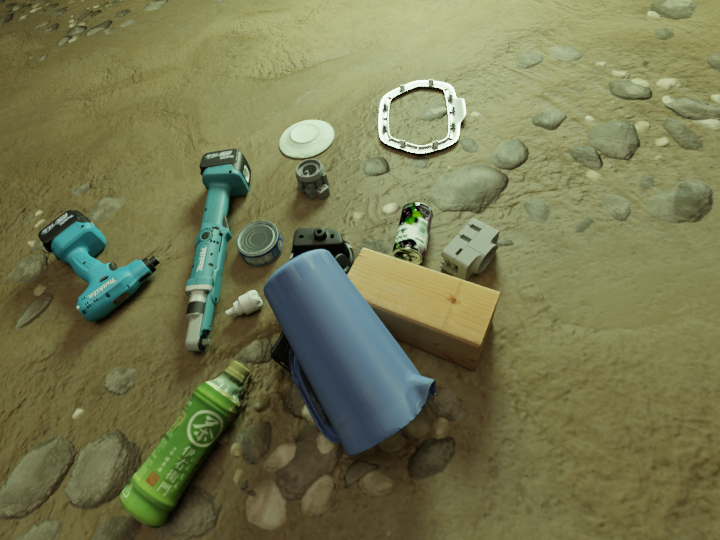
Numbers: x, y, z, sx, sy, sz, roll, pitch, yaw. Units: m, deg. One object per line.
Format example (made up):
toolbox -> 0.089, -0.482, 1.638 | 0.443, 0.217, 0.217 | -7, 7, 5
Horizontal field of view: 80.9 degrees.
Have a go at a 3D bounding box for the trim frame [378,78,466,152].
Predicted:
trim frame -> 0.132, -0.345, 0.928 | 0.188, 0.026, 0.254 | -1, 54, 11

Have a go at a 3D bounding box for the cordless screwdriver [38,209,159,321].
cordless screwdriver -> -0.515, -0.030, 0.835 | 0.158, 0.071, 0.261 | -41, 61, -17

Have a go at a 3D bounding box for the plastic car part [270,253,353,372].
plastic car part -> -0.070, 0.065, 0.673 | 0.065, 0.069, 0.203 | 39, 68, -13

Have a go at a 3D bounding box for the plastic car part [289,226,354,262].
plastic car part -> -0.073, -0.048, 0.745 | 0.119, 0.068, 0.067 | -1, 57, 14

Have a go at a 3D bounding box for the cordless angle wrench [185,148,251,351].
cordless angle wrench -> -0.279, -0.053, 0.799 | 0.099, 0.071, 0.435 | -7, 57, 7
